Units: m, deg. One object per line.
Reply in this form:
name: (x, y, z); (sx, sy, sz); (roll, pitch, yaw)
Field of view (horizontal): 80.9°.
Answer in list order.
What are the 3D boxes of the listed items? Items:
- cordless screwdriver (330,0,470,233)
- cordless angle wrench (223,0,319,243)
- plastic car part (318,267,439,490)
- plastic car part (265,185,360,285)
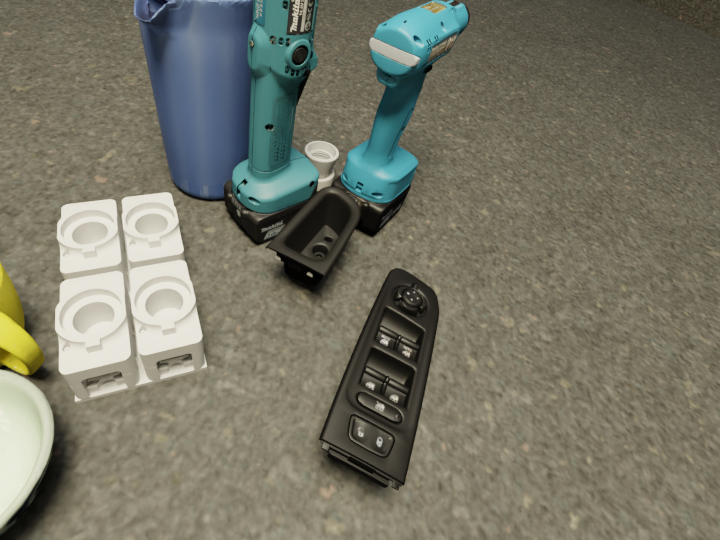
cordless screwdriver: (0.046, -0.171, 0.483); (0.076, 0.244, 0.157); (33, 50, 12)
cordless angle wrench: (-0.067, -0.198, 0.370); (0.095, 0.415, 0.078); (-27, 62, -33)
plastic car part: (0.024, 0.083, 0.374); (0.067, 0.066, 0.204); (21, 48, 4)
plastic car part: (-0.045, -0.029, 0.457); (0.067, 0.069, 0.116); (26, 49, 9)
